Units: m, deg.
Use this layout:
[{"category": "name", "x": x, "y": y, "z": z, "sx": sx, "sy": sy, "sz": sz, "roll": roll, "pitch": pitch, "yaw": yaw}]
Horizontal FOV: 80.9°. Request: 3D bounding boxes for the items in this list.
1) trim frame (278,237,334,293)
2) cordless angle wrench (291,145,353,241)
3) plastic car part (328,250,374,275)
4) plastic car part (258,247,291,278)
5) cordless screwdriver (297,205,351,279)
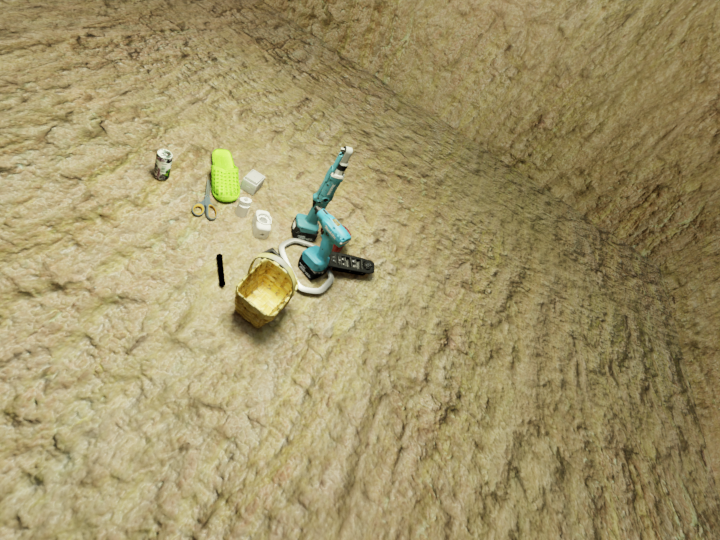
[{"category": "trim frame", "x": -0.196, "y": -0.019, "z": 1.496, "sx": 0.177, "sy": 0.027, "sz": 0.259, "roll": -8, "pitch": 56, "yaw": -34}, {"category": "cordless angle wrench", "x": -0.127, "y": -0.261, "z": 1.465, "sx": 0.094, "sy": 0.423, "sz": 0.077, "roll": 11, "pitch": 50, "yaw": -26}, {"category": "plastic car part", "x": -0.040, "y": -0.016, "z": 1.551, "sx": 0.195, "sy": 0.067, "sz": 0.069, "roll": 8, "pitch": 50, "yaw": -24}, {"category": "plastic car part", "x": -0.286, "y": -0.008, "z": 1.404, "sx": 0.120, "sy": 0.071, "sz": 0.064, "roll": 46, "pitch": 44, "yaw": 13}, {"category": "cordless screwdriver", "x": -0.140, "y": -0.092, "z": 1.431, "sx": 0.072, "sy": 0.249, "sz": 0.164, "roll": -24, "pitch": 68, "yaw": -43}]
